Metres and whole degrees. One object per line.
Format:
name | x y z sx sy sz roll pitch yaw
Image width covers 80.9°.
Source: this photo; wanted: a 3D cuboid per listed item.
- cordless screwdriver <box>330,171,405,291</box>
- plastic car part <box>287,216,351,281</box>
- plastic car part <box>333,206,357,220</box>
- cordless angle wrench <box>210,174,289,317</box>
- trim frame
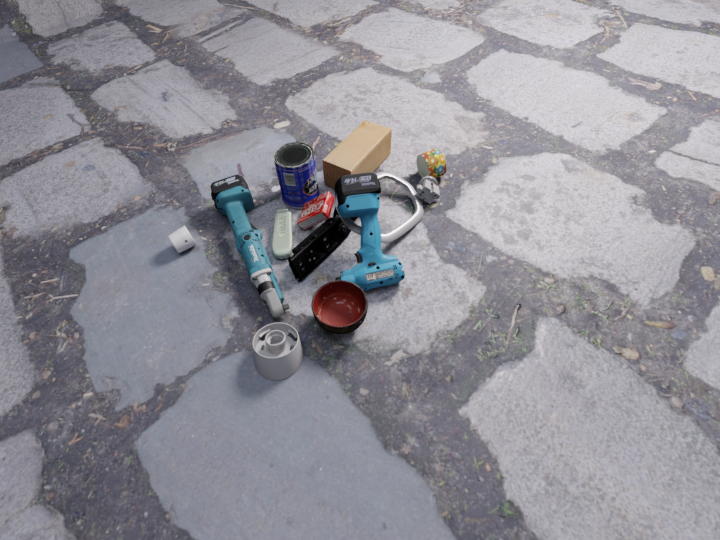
cordless screwdriver | -0.009 -0.080 0.917 0.158 0.074 0.250 -13 85 -4
plastic car part | -0.097 -0.063 0.988 0.200 0.063 0.071 -42 35 -24
plastic car part | -0.007 -0.170 1.065 0.073 0.065 0.115 38 58 12
cordless angle wrench | -0.261 -0.063 1.000 0.097 0.072 0.444 -22 54 -12
trim frame | 0.049 -0.159 1.027 0.189 0.027 0.244 44 57 12
